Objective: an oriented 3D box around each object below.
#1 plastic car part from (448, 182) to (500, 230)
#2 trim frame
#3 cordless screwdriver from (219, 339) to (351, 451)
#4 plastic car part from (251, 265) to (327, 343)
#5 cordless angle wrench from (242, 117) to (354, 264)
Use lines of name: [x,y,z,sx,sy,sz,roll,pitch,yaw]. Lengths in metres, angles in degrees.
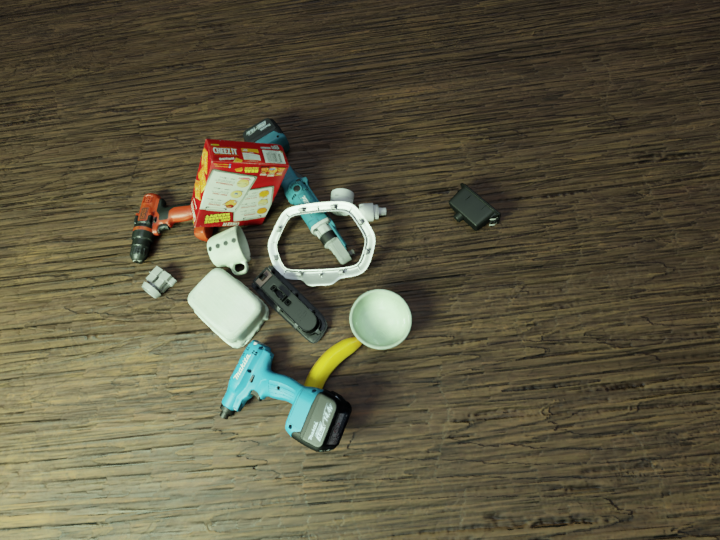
plastic car part: [0.249,-0.135,0.958,0.071,0.063,0.122,-44,66,0]
trim frame: [-0.091,-0.060,0.931,0.255,0.027,0.185,-3,87,15]
cordless screwdriver: [-0.151,0.252,0.787,0.262,0.070,0.159,22,79,31]
plastic car part: [-0.152,0.067,0.901,0.210,0.065,0.066,42,75,17]
cordless angle wrench: [-0.146,-0.187,1.012,0.097,0.072,0.438,-32,69,-5]
